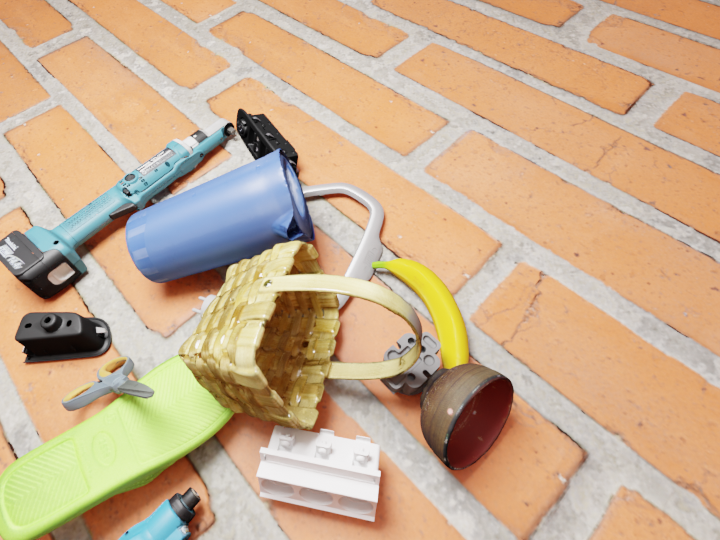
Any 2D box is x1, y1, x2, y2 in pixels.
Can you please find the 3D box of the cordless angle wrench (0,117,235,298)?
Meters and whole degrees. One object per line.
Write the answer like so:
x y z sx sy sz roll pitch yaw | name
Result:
-0.372 -0.134 0.702 0.102 0.072 0.420 32 63 20 | cordless angle wrench

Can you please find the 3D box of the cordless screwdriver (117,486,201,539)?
-0.152 0.344 0.379 0.261 0.071 0.158 34 66 27 | cordless screwdriver

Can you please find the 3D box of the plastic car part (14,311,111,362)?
-0.405 0.081 0.567 0.117 0.068 0.068 -5 60 4 | plastic car part

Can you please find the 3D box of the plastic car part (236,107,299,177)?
-0.159 -0.220 0.740 0.065 0.065 0.213 -27 59 -25 | plastic car part

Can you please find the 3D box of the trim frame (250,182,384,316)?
-0.062 -0.041 0.639 0.190 0.026 0.250 16 59 16 | trim frame
